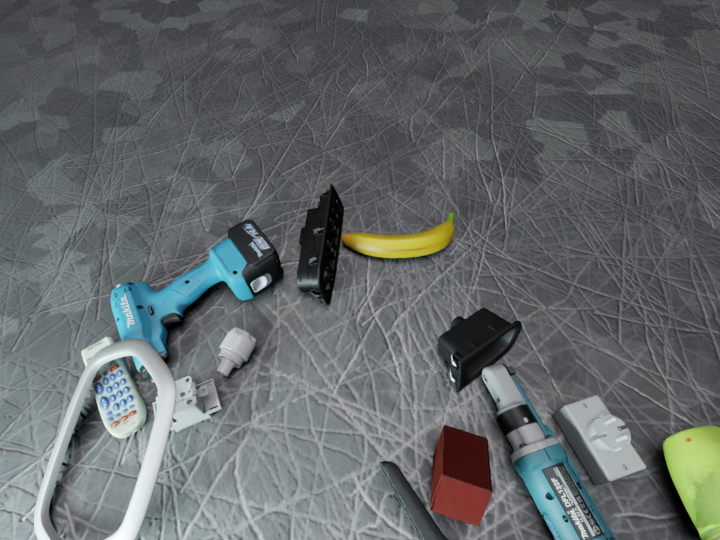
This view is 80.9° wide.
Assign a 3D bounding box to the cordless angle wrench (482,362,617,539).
[{"bbox_3d":[0.237,0.290,0.422,0.097,0.072,0.442,-16,54,-10],"label":"cordless angle wrench"}]

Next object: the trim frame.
[{"bbox_3d":[-0.299,0.204,0.495,0.191,0.026,0.252,0,69,23],"label":"trim frame"}]

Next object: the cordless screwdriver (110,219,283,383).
[{"bbox_3d":[-0.230,0.040,0.620,0.246,0.072,0.167,-30,59,-12],"label":"cordless screwdriver"}]

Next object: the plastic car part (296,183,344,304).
[{"bbox_3d":[-0.066,-0.043,0.675,0.068,0.063,0.209,-6,55,8],"label":"plastic car part"}]

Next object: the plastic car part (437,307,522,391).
[{"bbox_3d":[0.151,0.094,0.573,0.114,0.063,0.075,-32,47,-23],"label":"plastic car part"}]
